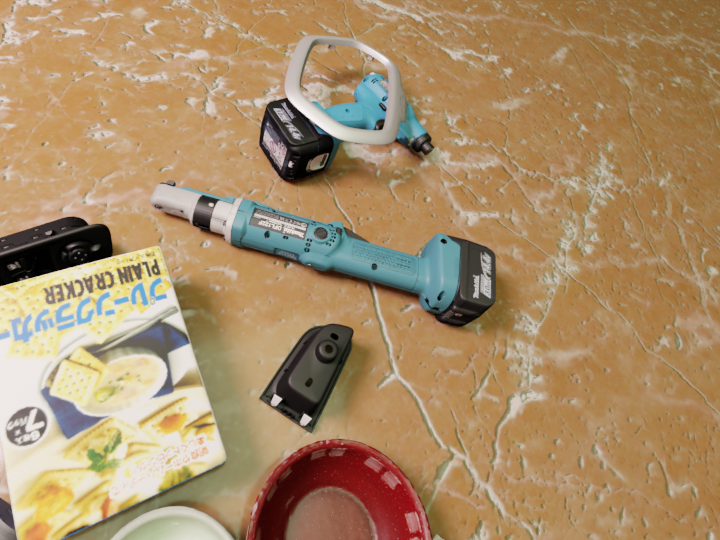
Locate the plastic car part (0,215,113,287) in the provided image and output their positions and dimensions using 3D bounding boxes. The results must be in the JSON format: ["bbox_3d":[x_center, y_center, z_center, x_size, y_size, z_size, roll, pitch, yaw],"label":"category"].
[{"bbox_3d":[-0.364,-0.005,0.439,0.198,0.064,0.071,-23,45,-23],"label":"plastic car part"}]

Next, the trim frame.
[{"bbox_3d":[-0.014,-0.266,0.608,0.181,0.027,0.255,14,52,-10],"label":"trim frame"}]

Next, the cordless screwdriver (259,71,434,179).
[{"bbox_3d":[-0.013,-0.201,0.621,0.243,0.074,0.164,-30,73,-30],"label":"cordless screwdriver"}]

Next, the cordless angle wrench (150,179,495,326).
[{"bbox_3d":[-0.051,-0.033,0.521,0.421,0.073,0.099,16,59,-2],"label":"cordless angle wrench"}]

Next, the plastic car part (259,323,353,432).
[{"bbox_3d":[-0.045,0.098,0.447,0.066,0.071,0.116,32,62,0],"label":"plastic car part"}]
